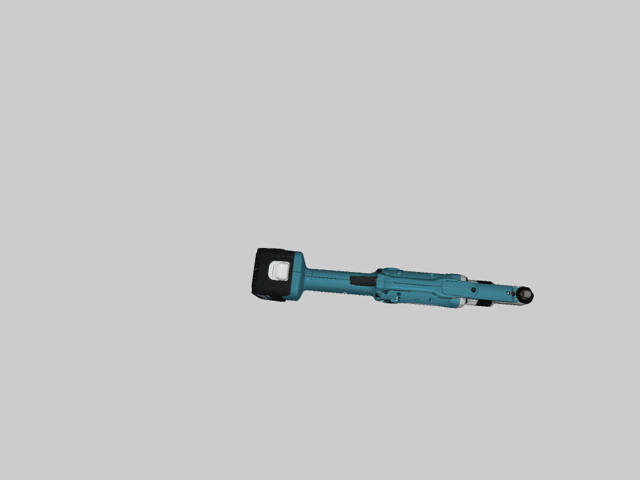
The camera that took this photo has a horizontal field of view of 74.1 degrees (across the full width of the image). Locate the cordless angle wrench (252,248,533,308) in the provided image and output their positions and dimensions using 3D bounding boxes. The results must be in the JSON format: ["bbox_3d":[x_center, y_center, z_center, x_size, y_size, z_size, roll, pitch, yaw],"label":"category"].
[{"bbox_3d":[0.109,0.071,0.666,0.423,0.074,0.098,4,-15,5],"label":"cordless angle wrench"}]
